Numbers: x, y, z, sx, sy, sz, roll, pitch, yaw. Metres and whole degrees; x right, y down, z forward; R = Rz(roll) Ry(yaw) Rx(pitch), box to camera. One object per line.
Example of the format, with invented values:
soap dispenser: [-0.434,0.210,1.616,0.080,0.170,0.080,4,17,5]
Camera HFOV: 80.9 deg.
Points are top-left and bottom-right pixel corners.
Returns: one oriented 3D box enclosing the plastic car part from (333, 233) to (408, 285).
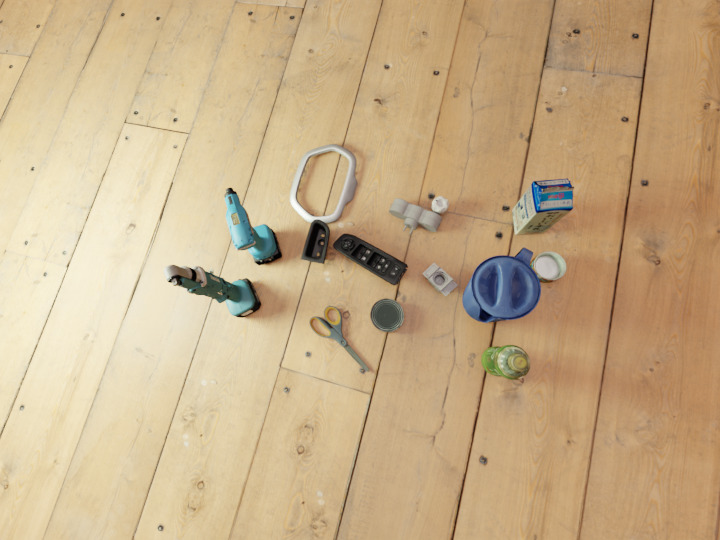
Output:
plastic car part: [0.023,-0.033,1.124,0.209,0.065,0.066,31,83,16]

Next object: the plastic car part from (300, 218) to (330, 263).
plastic car part: [-0.113,-0.074,1.158,0.067,0.069,0.117,11,79,10]

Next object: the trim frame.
trim frame: [-0.104,-0.252,1.224,0.189,0.027,0.250,13,79,13]

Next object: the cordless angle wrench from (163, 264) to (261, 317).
cordless angle wrench: [-0.342,0.041,0.992,0.074,0.412,0.100,-28,77,-1]

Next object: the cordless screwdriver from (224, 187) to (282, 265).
cordless screwdriver: [-0.287,-0.108,1.108,0.074,0.242,0.163,-21,76,1]
